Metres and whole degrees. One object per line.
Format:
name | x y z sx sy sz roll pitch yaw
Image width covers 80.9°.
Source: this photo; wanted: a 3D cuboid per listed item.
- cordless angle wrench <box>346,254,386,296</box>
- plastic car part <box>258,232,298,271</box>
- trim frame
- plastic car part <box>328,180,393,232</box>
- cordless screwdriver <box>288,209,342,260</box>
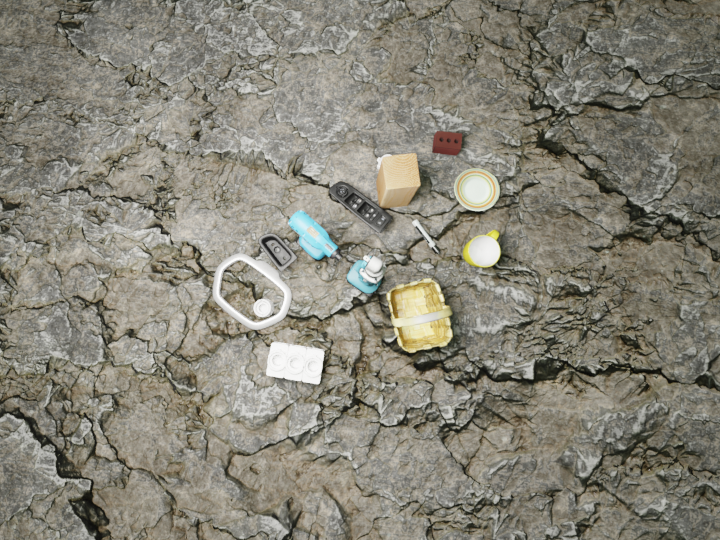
cordless angle wrench | 0.022 0.007 1.037 0.099 0.419 0.074 35 84 1
plastic car part | -0.242 -0.058 1.236 0.066 0.070 0.118 -40 83 -5
trim frame | -0.320 0.060 1.243 0.252 0.027 0.184 35 84 7
plastic car part | -0.003 -0.189 1.246 0.206 0.066 0.066 40 85 7
cordless screwdriver | -0.112 -0.073 1.143 0.161 0.246 0.074 42 84 4
